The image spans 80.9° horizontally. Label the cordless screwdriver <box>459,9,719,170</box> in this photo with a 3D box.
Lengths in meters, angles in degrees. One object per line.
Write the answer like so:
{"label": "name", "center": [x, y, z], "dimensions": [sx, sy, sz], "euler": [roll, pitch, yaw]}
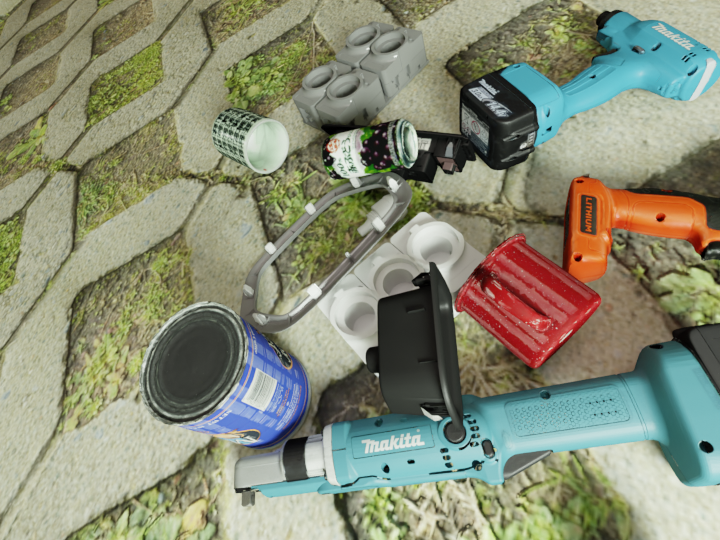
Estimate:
{"label": "cordless screwdriver", "center": [0.237, -0.222, 0.490], "dimensions": [0.250, 0.071, 0.166], "euler": [-21, 54, 2]}

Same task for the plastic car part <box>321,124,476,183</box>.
{"label": "plastic car part", "center": [0.036, -0.148, 0.543], "dimensions": [0.213, 0.063, 0.067], "euler": [21, 96, 30]}

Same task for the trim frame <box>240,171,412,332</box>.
{"label": "trim frame", "center": [-0.048, -0.031, 0.486], "dimensions": [0.247, 0.026, 0.194], "euler": [-45, 35, -11]}

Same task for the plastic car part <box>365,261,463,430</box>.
{"label": "plastic car part", "center": [0.040, 0.062, 0.340], "dimensions": [0.073, 0.062, 0.119], "euler": [-10, 55, 24]}

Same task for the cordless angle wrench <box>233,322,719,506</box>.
{"label": "cordless angle wrench", "center": [0.082, 0.137, 0.343], "dimensions": [0.431, 0.070, 0.101], "euler": [-16, 56, 16]}
